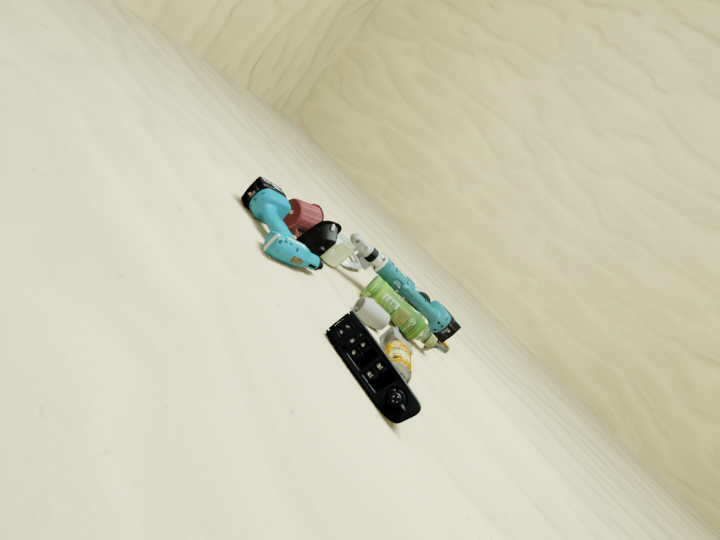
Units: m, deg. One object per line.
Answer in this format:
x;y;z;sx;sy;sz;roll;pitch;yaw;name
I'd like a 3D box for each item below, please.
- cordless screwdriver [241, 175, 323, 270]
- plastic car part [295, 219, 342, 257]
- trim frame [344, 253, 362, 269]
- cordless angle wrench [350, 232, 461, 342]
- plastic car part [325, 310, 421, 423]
-0.178;-0.102;0.976;0.150;0.075;0.262;28;24;-46;cordless screwdriver
-0.099;-0.065;1.017;0.063;0.119;0.073;34;41;-31;plastic car part
-0.080;-0.083;1.276;0.174;0.028;0.261;32;19;-38;trim frame
0.117;0.042;1.151;0.406;0.075;0.101;43;10;-23;cordless angle wrench
0.022;0.170;0.725;0.214;0.066;0.064;50;-10;33;plastic car part
